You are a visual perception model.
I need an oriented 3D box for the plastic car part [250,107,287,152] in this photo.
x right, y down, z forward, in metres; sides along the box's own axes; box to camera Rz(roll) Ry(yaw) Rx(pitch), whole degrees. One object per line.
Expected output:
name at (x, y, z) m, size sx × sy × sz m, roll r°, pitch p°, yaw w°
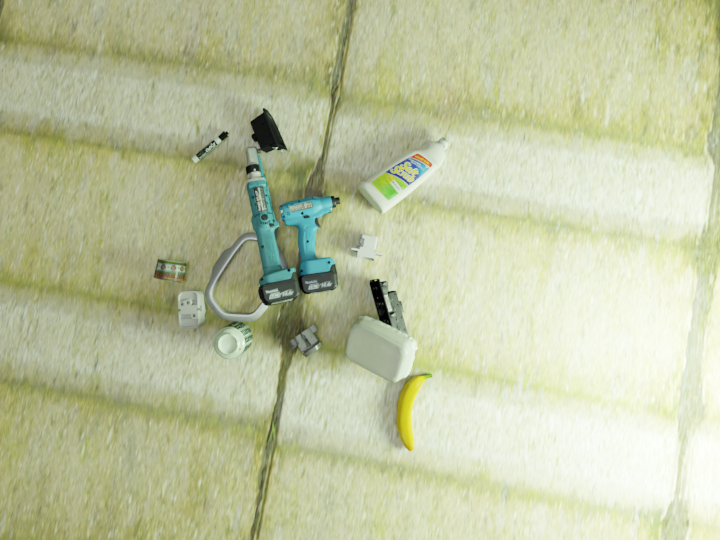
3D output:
plastic car part at (-0.253, -0.361, 1.122) m, size 0.072 × 0.064 × 0.118 m, roll -28°, pitch 83°, yaw 13°

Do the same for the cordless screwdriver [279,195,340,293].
cordless screwdriver at (-0.106, -0.069, 1.085) m, size 0.158 × 0.074 × 0.252 m, roll -13°, pitch 82°, yaw -5°

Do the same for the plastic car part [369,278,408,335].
plastic car part at (0.078, 0.117, 1.071) m, size 0.065 × 0.068 × 0.204 m, roll -9°, pitch 84°, yaw -26°

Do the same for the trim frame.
trim frame at (-0.300, 0.019, 1.110) m, size 0.185 × 0.027 × 0.248 m, roll 32°, pitch 90°, yaw 3°

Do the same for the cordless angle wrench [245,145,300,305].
cordless angle wrench at (-0.245, -0.126, 1.081) m, size 0.096 × 0.074 × 0.431 m, roll -11°, pitch 76°, yaw -15°
